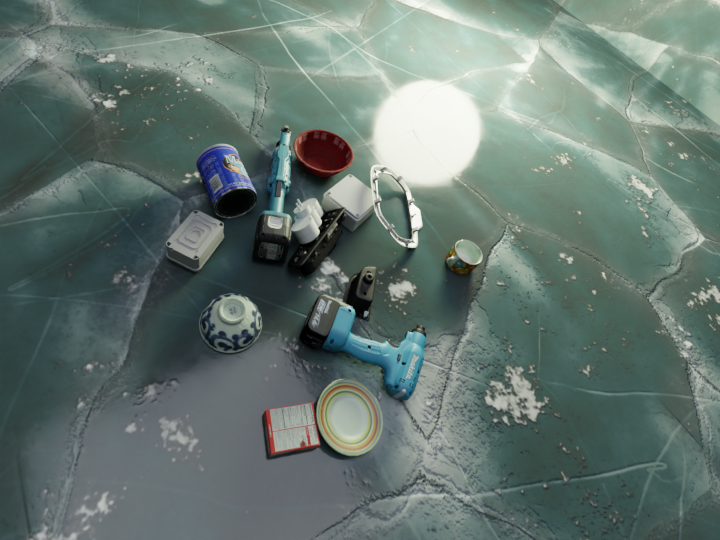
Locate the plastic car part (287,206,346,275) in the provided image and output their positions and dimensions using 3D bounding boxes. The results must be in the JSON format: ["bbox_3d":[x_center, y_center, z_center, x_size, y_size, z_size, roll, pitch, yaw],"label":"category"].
[{"bbox_3d":[-0.094,-0.061,0.960,0.069,0.064,0.202,0,39,38],"label":"plastic car part"}]

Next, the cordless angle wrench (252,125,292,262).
[{"bbox_3d":[-0.198,-0.209,1.025,0.073,0.097,0.436,8,50,-13],"label":"cordless angle wrench"}]

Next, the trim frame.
[{"bbox_3d":[0.091,-0.168,1.065,0.174,0.028,0.256,29,43,-36],"label":"trim frame"}]

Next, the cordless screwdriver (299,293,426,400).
[{"bbox_3d":[0.013,0.130,0.849,0.249,0.074,0.160,29,54,1],"label":"cordless screwdriver"}]

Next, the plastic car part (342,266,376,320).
[{"bbox_3d":[0.007,0.037,0.913,0.065,0.070,0.118,18,57,-8],"label":"plastic car part"}]
